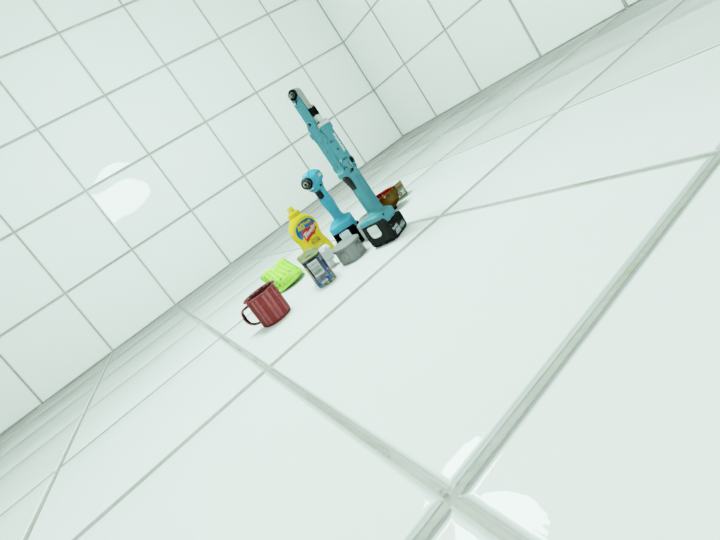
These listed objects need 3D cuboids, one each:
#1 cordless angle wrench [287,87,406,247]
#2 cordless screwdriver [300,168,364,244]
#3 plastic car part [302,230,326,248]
[{"bbox_3d":[-0.040,-0.251,1.011,0.076,0.416,0.097,-27,12,40],"label":"cordless angle wrench"},{"bbox_3d":[-0.084,-0.170,1.185,0.075,0.244,0.160,-32,11,14],"label":"cordless screwdriver"},{"bbox_3d":[-0.136,-0.089,1.394,0.067,0.065,0.206,-33,15,9],"label":"plastic car part"}]
